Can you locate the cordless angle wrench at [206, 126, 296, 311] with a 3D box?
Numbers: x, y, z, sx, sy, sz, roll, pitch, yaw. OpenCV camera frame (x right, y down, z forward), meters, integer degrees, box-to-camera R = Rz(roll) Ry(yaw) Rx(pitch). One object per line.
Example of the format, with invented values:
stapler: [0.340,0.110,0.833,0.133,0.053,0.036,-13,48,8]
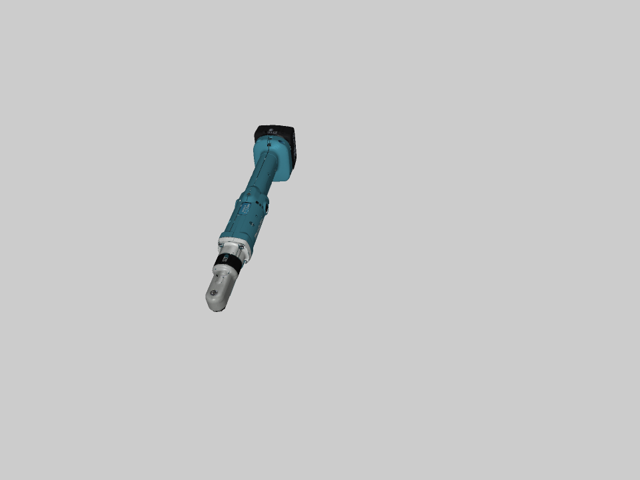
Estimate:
cordless angle wrench: [-0.118,-0.057,0.737,0.074,0.098,0.421,5,46,8]
